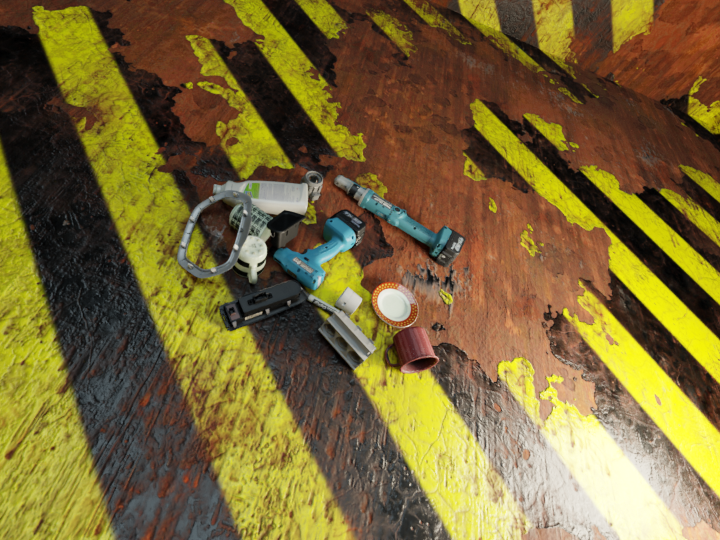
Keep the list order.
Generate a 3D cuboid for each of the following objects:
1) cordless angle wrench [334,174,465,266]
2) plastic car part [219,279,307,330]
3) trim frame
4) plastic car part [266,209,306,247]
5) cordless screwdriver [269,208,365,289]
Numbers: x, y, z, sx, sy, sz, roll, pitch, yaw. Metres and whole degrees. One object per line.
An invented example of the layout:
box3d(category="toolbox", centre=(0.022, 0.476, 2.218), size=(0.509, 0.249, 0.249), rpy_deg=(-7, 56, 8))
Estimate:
box3d(category="cordless angle wrench", centre=(0.101, -0.164, 1.257), size=(0.430, 0.073, 0.097), rpy_deg=(33, 51, 8))
box3d(category="plastic car part", centre=(-0.217, 0.067, 0.970), size=(0.197, 0.066, 0.069), rpy_deg=(-17, 58, -28))
box3d(category="trim frame", centre=(-0.344, -0.095, 1.010), size=(0.189, 0.026, 0.253), rpy_deg=(-1, 59, 15))
box3d(category="plastic car part", centre=(-0.191, -0.095, 1.050), size=(0.068, 0.069, 0.115), rpy_deg=(16, 35, 17))
box3d(category="cordless screwdriver", centre=(-0.108, -0.071, 1.109), size=(0.165, 0.073, 0.246), rpy_deg=(33, 55, 17))
